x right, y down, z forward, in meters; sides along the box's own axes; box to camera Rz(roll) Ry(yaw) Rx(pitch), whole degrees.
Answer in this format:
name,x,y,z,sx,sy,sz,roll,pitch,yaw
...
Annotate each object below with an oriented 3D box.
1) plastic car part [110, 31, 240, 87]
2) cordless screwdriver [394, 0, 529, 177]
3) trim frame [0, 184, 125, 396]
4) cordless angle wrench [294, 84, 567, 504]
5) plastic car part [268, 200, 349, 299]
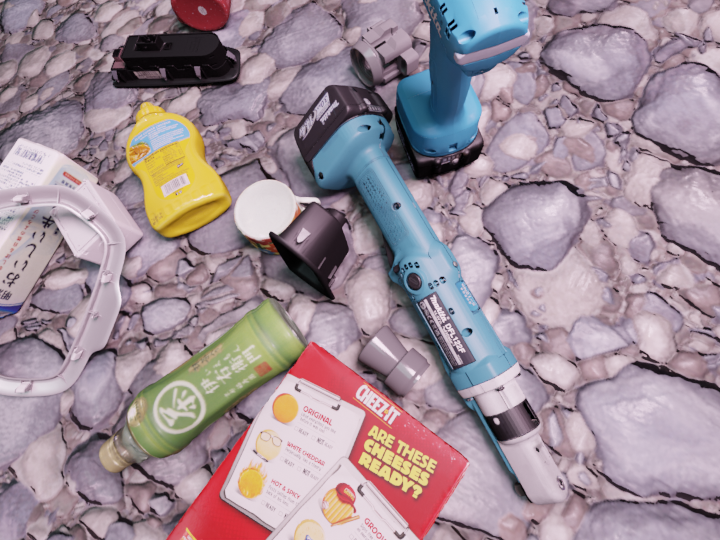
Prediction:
name,x,y,z,sx,sy,sz,roll,pitch,yaw
plastic car part,-0.265,-0.302,0.594,0.207,0.065,0.067,7,67,10
cordless screwdriver,0.071,-0.198,0.392,0.075,0.242,0.163,-17,77,1
trim frame,-0.358,0.026,0.459,0.180,0.028,0.248,23,94,-12
cordless angle wrench,0.065,0.005,0.410,0.099,0.071,0.435,-42,68,40
plastic car part,-0.042,-0.027,0.426,0.068,0.113,0.071,33,73,15
